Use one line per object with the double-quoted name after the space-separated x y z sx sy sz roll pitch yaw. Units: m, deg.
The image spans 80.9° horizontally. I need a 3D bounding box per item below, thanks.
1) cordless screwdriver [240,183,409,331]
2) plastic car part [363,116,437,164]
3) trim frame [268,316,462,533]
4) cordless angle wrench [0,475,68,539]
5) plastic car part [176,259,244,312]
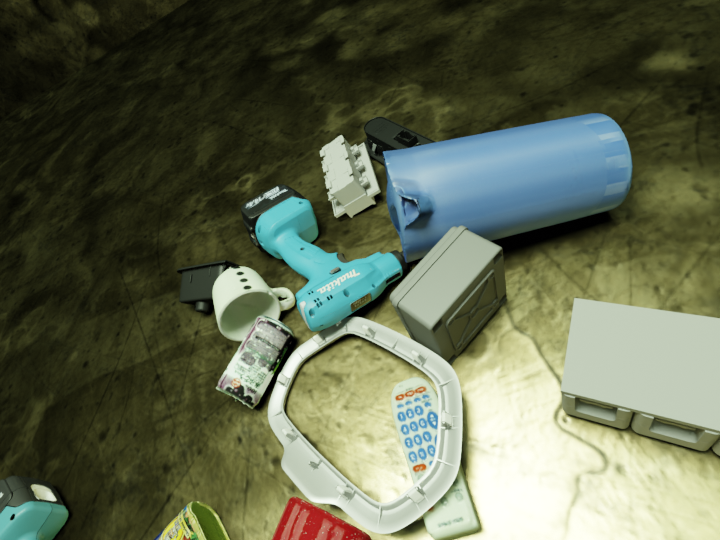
-0.058 -0.038 0.597 0.157 0.071 0.263 -30 48 -16 "cordless screwdriver"
0.066 -0.189 0.657 0.066 0.063 0.215 -46 45 -1 "plastic car part"
-0.009 0.141 0.441 0.263 0.026 0.184 22 71 46 "trim frame"
-0.290 0.371 0.417 0.446 0.070 0.098 20 67 35 "cordless angle wrench"
-0.235 0.029 0.656 0.120 0.062 0.072 -10 66 26 "plastic car part"
